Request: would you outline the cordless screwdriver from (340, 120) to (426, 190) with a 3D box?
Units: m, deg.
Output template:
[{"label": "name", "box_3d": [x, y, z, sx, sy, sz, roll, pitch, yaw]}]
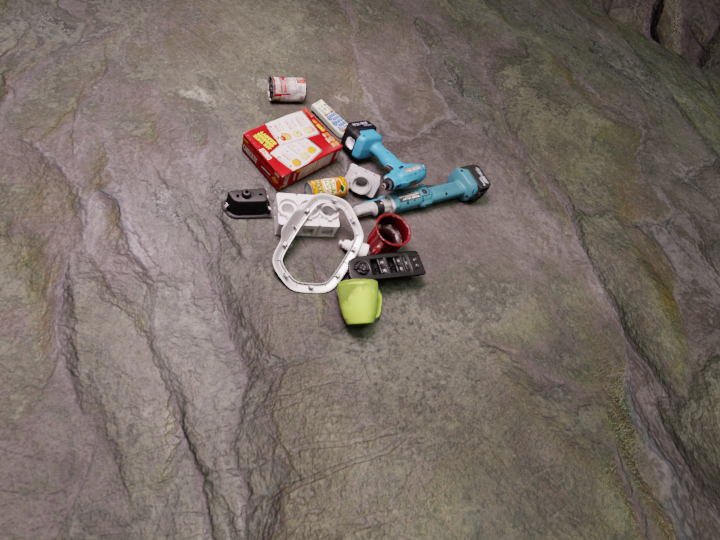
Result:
[{"label": "cordless screwdriver", "box_3d": [0.043, -0.305, 1.143, 0.154, 0.073, 0.259, -26, 60, -38]}]

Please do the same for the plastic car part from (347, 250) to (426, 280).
[{"label": "plastic car part", "box_3d": [0.052, -0.004, 1.012, 0.195, 0.068, 0.068, -4, 71, -28]}]

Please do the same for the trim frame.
[{"label": "trim frame", "box_3d": [-0.096, -0.063, 0.983, 0.181, 0.028, 0.248, 35, 78, -10]}]

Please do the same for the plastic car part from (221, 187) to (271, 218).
[{"label": "plastic car part", "box_3d": [-0.268, -0.167, 1.010, 0.113, 0.071, 0.068, -5, 63, -24]}]

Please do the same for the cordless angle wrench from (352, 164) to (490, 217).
[{"label": "cordless angle wrench", "box_3d": [0.166, -0.205, 1.167, 0.412, 0.074, 0.101, -17, 69, -22]}]
